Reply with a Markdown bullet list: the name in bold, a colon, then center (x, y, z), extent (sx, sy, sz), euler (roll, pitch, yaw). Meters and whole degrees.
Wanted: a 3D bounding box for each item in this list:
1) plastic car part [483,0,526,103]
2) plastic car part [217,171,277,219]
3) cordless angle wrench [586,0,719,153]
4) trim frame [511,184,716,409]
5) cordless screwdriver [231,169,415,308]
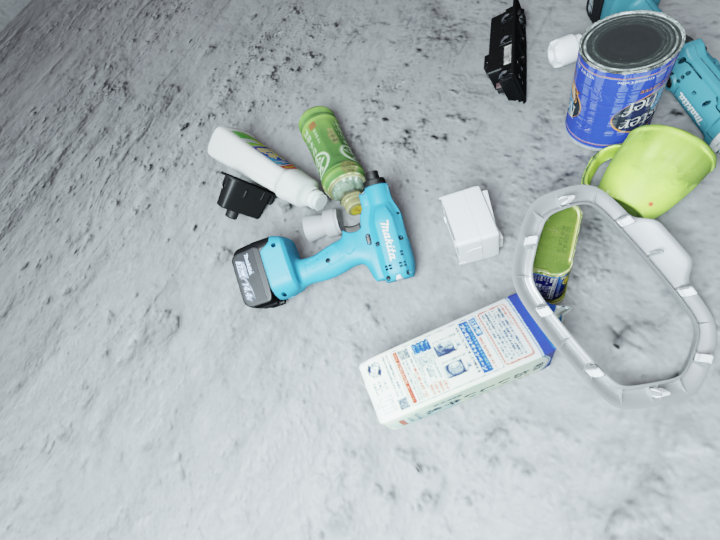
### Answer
- **plastic car part**: center (0.242, -0.362, 0.697), extent (0.070, 0.063, 0.205), euler (-9, 59, 45)
- **plastic car part**: center (-0.204, -0.121, 0.722), extent (0.069, 0.111, 0.071), euler (26, 99, 28)
- **cordless angle wrench**: center (0.432, -0.260, 0.554), extent (0.075, 0.093, 0.437), euler (-17, 63, 11)
- **trim frame**: center (0.265, 0.023, 0.437), extent (0.182, 0.027, 0.252), euler (-37, 83, -14)
- **cordless screwdriver**: center (-0.060, -0.039, 0.611), extent (0.253, 0.072, 0.161), euler (-15, 82, 12)
